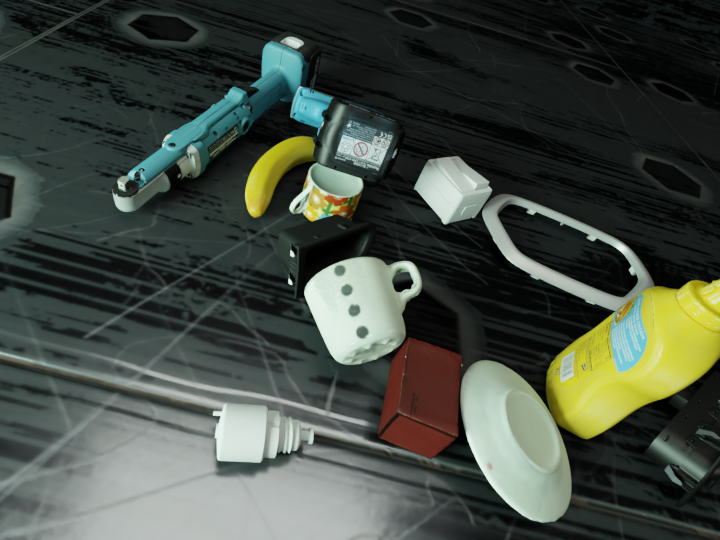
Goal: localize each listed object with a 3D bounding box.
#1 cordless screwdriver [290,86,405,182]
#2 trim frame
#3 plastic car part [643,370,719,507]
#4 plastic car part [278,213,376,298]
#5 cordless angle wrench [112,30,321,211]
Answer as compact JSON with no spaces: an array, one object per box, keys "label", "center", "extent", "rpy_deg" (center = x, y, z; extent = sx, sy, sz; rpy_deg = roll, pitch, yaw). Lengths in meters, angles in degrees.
[{"label":"cordless screwdriver","center":[-0.005,-0.194,0.585],"extent":[0.154,0.074,0.259],"rpy_deg":[12,25,-21]},{"label":"trim frame","center":[0.289,-0.031,0.596],"extent":[0.252,0.027,0.185],"rpy_deg":[23,47,7]},{"label":"plastic car part","center":[0.346,0.151,0.419],"extent":[0.197,0.065,0.071],"rpy_deg":[-24,51,-33]},{"label":"plastic car part","center":[-0.046,-0.030,0.475],"extent":[0.075,0.064,0.113],"rpy_deg":[33,42,31]},{"label":"cordless angle wrench","center":[-0.180,-0.213,0.586],"extent":[0.075,0.096,0.423],"rpy_deg":[26,50,4]}]
